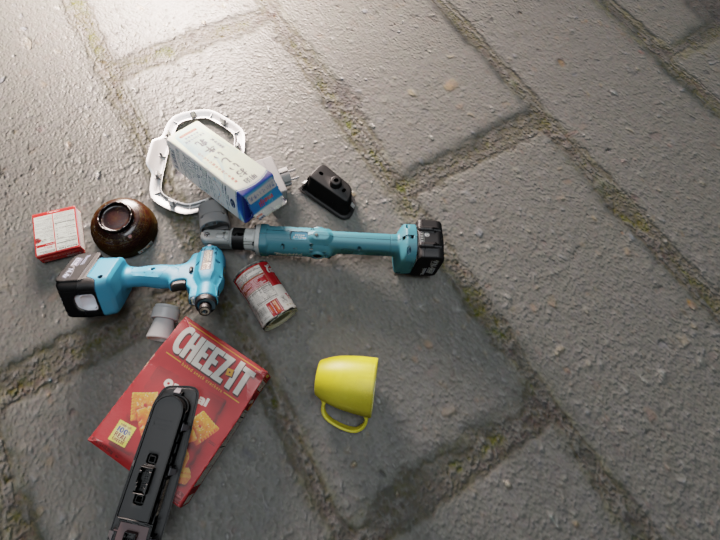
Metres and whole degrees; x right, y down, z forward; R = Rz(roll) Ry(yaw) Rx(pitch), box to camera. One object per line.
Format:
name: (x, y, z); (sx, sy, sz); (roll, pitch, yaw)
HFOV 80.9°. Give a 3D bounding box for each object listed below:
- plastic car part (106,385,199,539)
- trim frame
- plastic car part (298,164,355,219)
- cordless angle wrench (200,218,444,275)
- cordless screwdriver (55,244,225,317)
plastic car part: (-0.271, 0.250, 0.552); (0.067, 0.065, 0.206); (9, 64, 3)
trim frame: (-0.327, -0.224, 0.841); (0.184, 0.027, 0.253); (4, 69, -1)
plastic car part: (-0.055, -0.158, 0.806); (0.120, 0.069, 0.065); (37, 71, 13)
cordless angle wrench: (-0.073, -0.048, 0.751); (0.424, 0.095, 0.076); (3, 65, 1)
cordless screwdriver: (-0.343, 0.027, 0.675); (0.246, 0.072, 0.166); (-7, 33, -8)
